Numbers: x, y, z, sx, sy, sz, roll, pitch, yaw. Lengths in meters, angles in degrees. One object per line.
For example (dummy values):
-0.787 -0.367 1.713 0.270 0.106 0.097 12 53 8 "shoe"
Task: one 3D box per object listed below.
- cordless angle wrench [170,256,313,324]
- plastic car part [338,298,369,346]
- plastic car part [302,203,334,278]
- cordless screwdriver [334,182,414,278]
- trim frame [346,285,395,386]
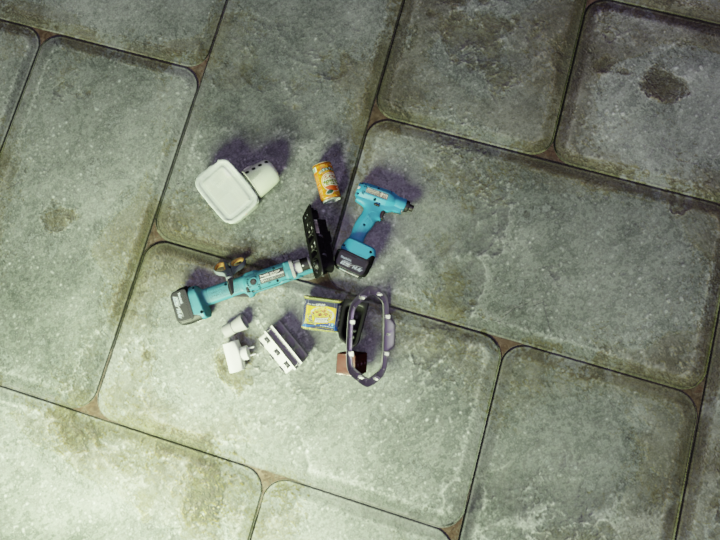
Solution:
-0.281 0.033 1.118 0.422 0.074 0.099 -19 85 -2 "cordless angle wrench"
-0.018 0.141 1.091 0.068 0.068 0.118 8 72 14 "plastic car part"
-0.108 -0.070 1.101 0.064 0.067 0.209 8 58 -30 "plastic car part"
0.033 -0.099 1.117 0.160 0.073 0.250 19 81 3 "cordless screwdriver"
0.027 0.163 1.057 0.029 0.174 0.250 -5 81 40 "trim frame"
